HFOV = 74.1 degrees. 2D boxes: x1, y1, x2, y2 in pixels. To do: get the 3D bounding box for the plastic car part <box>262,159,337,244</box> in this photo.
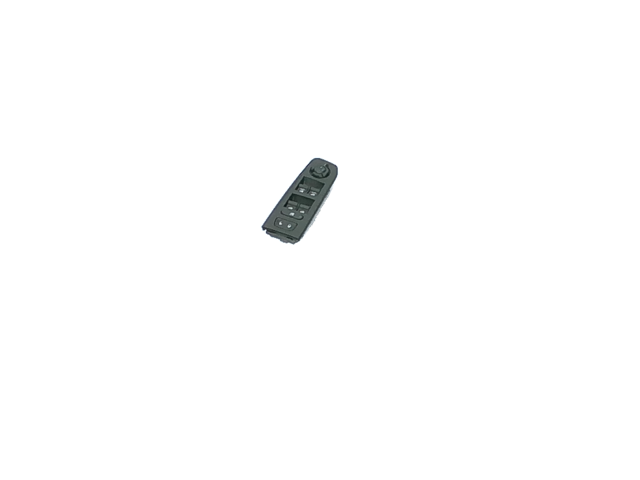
[{"bbox_3d":[-0.023,-0.064,0.736,0.066,0.202,0.067,13,-37,19],"label":"plastic car part"}]
